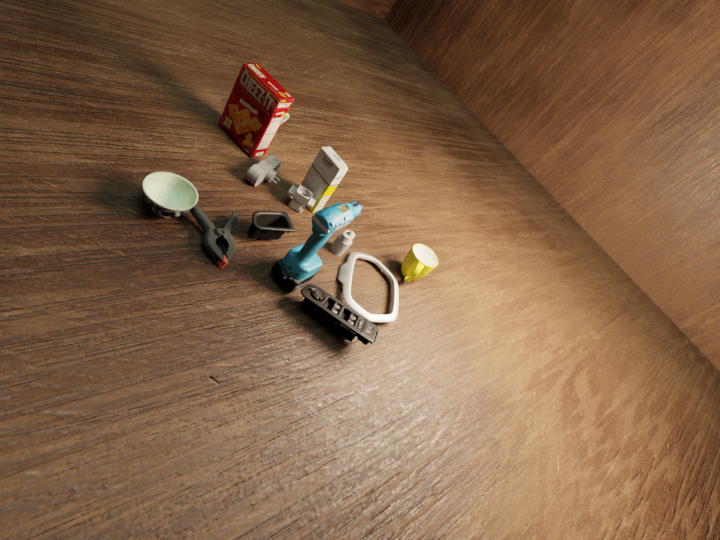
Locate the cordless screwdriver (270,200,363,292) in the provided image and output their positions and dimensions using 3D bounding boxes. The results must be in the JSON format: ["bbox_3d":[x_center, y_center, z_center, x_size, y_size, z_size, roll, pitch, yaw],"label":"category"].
[{"bbox_3d":[-0.095,-0.062,0.971,0.076,0.250,0.155,48,38,8],"label":"cordless screwdriver"}]

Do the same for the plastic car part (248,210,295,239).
[{"bbox_3d":[-0.234,-0.105,1.053,0.111,0.071,0.069,-5,56,-42],"label":"plastic car part"}]

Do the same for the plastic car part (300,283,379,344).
[{"bbox_3d":[-0.057,0.105,0.979,0.203,0.067,0.066,37,38,-1],"label":"plastic car part"}]

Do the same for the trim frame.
[{"bbox_3d":[0.025,0.042,1.140,0.180,0.028,0.254,26,39,-14],"label":"trim frame"}]
